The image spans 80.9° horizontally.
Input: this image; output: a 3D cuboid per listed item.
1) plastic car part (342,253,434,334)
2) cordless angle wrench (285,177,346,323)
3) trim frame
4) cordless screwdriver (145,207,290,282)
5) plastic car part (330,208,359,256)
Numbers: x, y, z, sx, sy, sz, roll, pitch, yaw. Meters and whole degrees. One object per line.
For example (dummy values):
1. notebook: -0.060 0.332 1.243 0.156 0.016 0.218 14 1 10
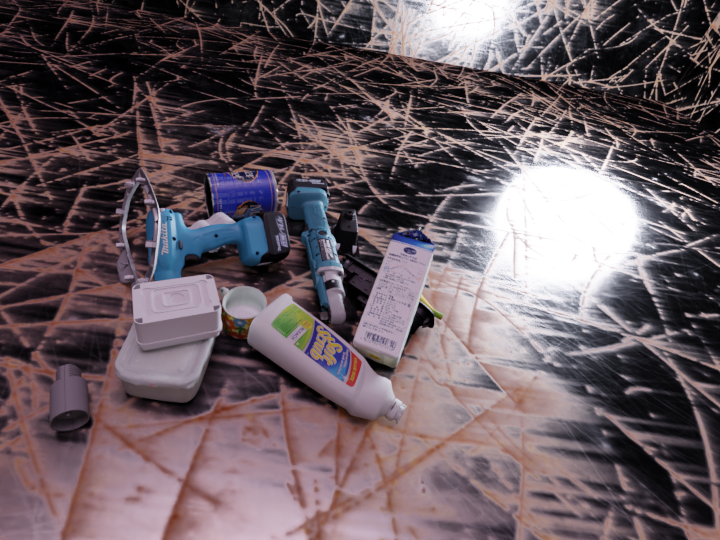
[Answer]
1. plastic car part: 0.039 0.049 0.766 0.211 0.064 0.066 30 51 21
2. cordless angle wrench: -0.082 -0.053 0.835 0.096 0.073 0.442 0 38 -15
3. trim frame: -0.385 -0.067 0.722 0.026 0.183 0.262 4 34 -43
4. cordless screwdriver: -0.254 -0.032 0.768 0.239 0.076 0.161 -4 81 -28
5. plastic car part: -0.030 -0.093 0.916 0.065 0.069 0.120 8 42 -8
